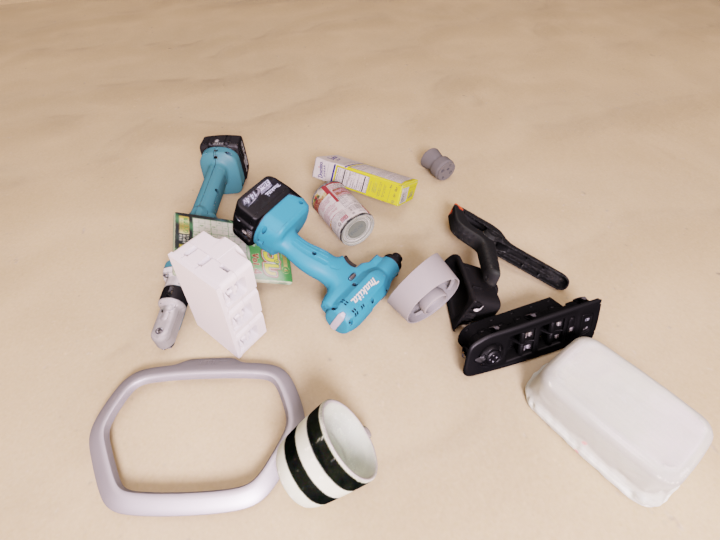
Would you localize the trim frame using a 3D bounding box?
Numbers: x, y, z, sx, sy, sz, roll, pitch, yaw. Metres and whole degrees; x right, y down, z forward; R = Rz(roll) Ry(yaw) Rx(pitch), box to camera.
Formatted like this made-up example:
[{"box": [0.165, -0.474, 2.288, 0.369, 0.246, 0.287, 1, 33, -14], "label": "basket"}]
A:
[{"box": [-0.189, 0.181, 0.494, 0.248, 0.026, 0.191, -5, 48, -1], "label": "trim frame"}]

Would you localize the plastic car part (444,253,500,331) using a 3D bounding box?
[{"box": [0.165, 0.028, 0.613, 0.070, 0.065, 0.120, 13, 42, -10], "label": "plastic car part"}]

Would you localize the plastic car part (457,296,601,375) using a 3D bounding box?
[{"box": [0.214, 0.077, 0.558, 0.199, 0.064, 0.071, -18, 40, -16], "label": "plastic car part"}]

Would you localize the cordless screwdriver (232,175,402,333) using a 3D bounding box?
[{"box": [-0.062, -0.041, 0.634, 0.254, 0.074, 0.157, 41, 56, 10], "label": "cordless screwdriver"}]

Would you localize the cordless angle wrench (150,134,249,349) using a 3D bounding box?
[{"box": [-0.262, -0.069, 0.693, 0.075, 0.094, 0.435, -1, 50, 2], "label": "cordless angle wrench"}]
